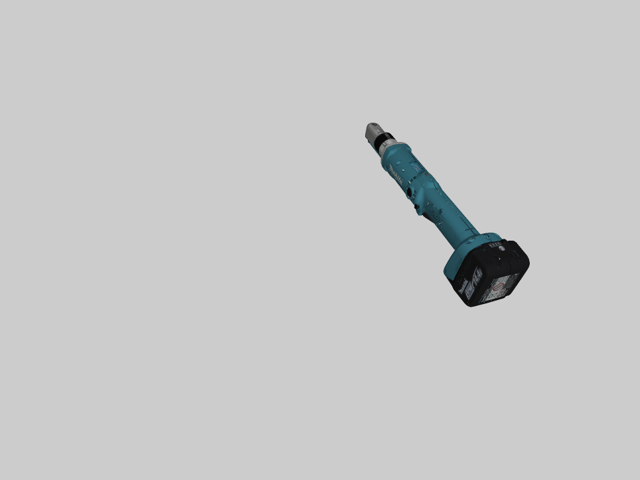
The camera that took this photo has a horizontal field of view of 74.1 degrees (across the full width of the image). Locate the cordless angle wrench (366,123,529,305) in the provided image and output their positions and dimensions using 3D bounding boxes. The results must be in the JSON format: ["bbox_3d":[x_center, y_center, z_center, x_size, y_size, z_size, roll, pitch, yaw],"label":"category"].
[{"bbox_3d":[0.172,-0.081,0.713,0.074,0.098,0.421,-11,48,-18],"label":"cordless angle wrench"}]
